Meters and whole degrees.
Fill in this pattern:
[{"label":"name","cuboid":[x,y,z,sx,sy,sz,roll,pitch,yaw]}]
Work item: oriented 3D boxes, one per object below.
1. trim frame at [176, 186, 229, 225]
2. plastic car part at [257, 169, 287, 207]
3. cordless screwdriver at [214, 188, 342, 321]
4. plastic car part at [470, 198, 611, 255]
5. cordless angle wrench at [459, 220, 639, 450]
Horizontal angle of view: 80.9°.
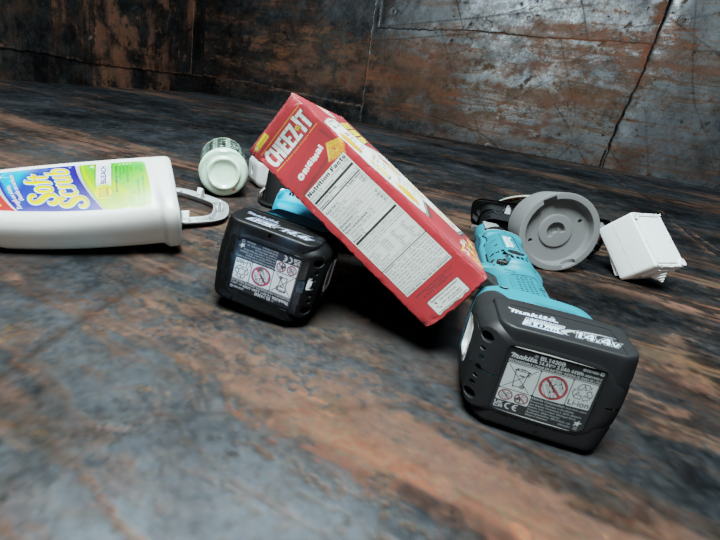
[{"label":"trim frame","cuboid":[-0.299,-0.090,0.564,0.238,0.027,0.195,-5,27,-33]},{"label":"plastic car part","cuboid":[-0.105,-0.133,0.677,0.116,0.070,0.067,12,21,-2]},{"label":"cordless screwdriver","cuboid":[-0.045,-0.029,0.459,0.160,0.073,0.250,17,19,1]},{"label":"plastic car part","cuboid":[0.274,-0.061,0.669,0.209,0.064,0.067,17,49,16]},{"label":"cordless angle wrench","cuboid":[0.158,0.006,0.456,0.100,0.073,0.421,13,21,7]}]
